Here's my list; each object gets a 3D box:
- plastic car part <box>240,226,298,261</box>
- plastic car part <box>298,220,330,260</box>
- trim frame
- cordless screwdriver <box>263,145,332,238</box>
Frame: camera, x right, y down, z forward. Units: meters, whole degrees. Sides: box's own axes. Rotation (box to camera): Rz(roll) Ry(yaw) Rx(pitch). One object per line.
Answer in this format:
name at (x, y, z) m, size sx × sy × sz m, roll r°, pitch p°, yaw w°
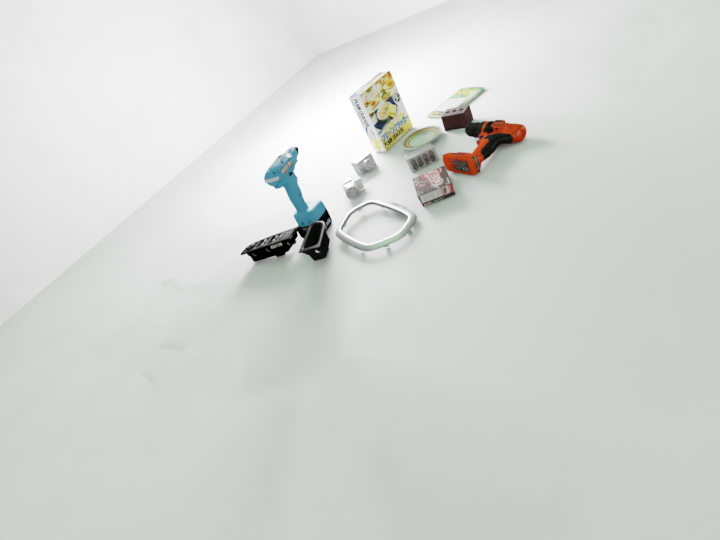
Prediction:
plastic car part at (-0.262, -0.070, 1.243) m, size 0.210 × 0.064 × 0.067 m, roll -11°, pitch 38°, yaw 29°
plastic car part at (-0.109, -0.072, 1.119) m, size 0.068 × 0.068 × 0.118 m, roll -15°, pitch 37°, yaw 25°
trim frame at (0.037, -0.122, 1.102) m, size 0.183 × 0.026 × 0.262 m, roll -42°, pitch 35°, yaw -13°
cordless screwdriver at (-0.167, -0.221, 1.201) m, size 0.077 × 0.237 × 0.160 m, roll -7°, pitch 39°, yaw 34°
